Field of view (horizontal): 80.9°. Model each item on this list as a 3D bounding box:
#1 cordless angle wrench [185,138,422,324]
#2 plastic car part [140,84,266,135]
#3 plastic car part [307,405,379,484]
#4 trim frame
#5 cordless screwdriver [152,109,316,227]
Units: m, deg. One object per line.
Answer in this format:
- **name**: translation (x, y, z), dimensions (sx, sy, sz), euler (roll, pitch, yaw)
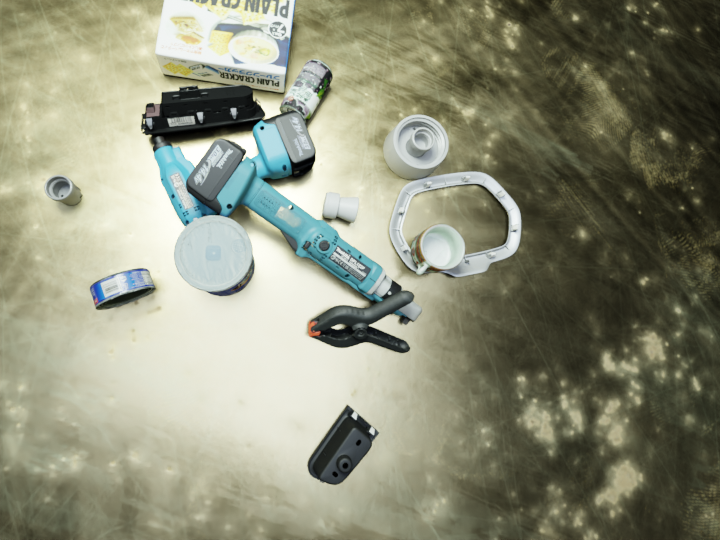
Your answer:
- **cordless angle wrench**: translation (-0.064, -0.042, 0.654), dimensions (0.411, 0.076, 0.098), euler (35, 91, -15)
- **plastic car part**: translation (-0.260, -0.273, 0.700), dimensions (0.199, 0.065, 0.069), euler (-7, 43, -13)
- **plastic car part**: translation (-0.024, 0.276, 0.636), dimensions (0.066, 0.071, 0.116), euler (40, 75, -1)
- **trim frame**: translation (0.171, -0.083, 0.746), dimensions (0.245, 0.028, 0.186), euler (-10, 83, -11)
- **cordless screwdriver**: translation (-0.206, -0.188, 0.693), dimensions (0.247, 0.074, 0.160), euler (-27, 86, -7)
